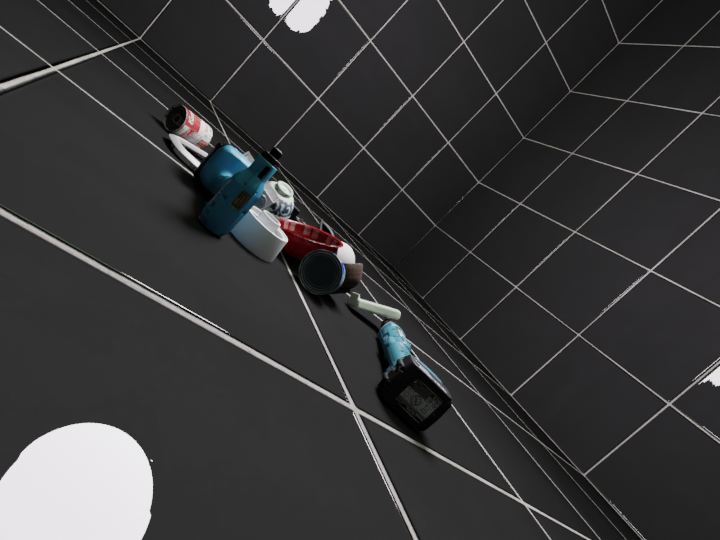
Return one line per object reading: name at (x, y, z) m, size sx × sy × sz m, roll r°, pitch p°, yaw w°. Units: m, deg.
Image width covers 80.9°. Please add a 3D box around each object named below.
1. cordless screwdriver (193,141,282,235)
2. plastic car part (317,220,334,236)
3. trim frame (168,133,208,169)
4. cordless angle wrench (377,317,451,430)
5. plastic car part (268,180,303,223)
cordless screwdriver at (-0.213, -0.167, 0.728) m, size 0.071 × 0.159 × 0.261 m, roll 40°, pitch 6°, yaw -33°
plastic car part at (-0.111, -0.073, 1.139) m, size 0.063 × 0.072 × 0.121 m, roll 41°, pitch 23°, yaw -30°
trim frame at (-0.338, -0.230, 0.963) m, size 0.191 × 0.027 × 0.239 m, roll 47°, pitch 9°, yaw 18°
cordless angle wrench at (0.073, 0.158, 0.824) m, size 0.097 × 0.074 × 0.425 m, roll 44°, pitch 4°, yaw -7°
plastic car part at (-0.238, -0.200, 1.244) m, size 0.200 × 0.067 × 0.067 m, roll 40°, pitch 14°, yaw -8°
